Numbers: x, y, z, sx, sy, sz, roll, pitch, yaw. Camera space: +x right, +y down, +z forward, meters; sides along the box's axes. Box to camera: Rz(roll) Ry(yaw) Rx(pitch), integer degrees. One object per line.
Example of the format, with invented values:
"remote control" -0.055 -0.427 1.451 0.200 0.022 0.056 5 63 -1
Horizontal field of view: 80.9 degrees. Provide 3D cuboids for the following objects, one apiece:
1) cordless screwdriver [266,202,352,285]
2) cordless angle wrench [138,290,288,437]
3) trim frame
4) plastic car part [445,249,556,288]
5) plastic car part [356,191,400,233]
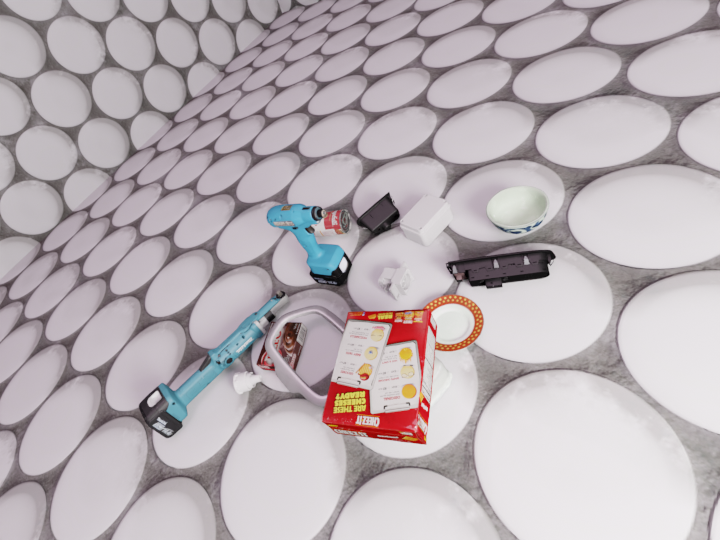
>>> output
"cordless screwdriver" -0.097 -0.064 0.997 0.167 0.236 0.075 2 52 38
"cordless angle wrench" -0.331 0.205 1.021 0.420 0.093 0.079 -45 44 -17
"trim frame" -0.099 0.175 0.909 0.182 0.026 0.262 -42 56 -17
"plastic car part" 0.281 -0.001 0.845 0.209 0.063 0.069 -12 56 22
"plastic car part" 0.057 -0.137 1.109 0.116 0.063 0.075 -42 57 -4
